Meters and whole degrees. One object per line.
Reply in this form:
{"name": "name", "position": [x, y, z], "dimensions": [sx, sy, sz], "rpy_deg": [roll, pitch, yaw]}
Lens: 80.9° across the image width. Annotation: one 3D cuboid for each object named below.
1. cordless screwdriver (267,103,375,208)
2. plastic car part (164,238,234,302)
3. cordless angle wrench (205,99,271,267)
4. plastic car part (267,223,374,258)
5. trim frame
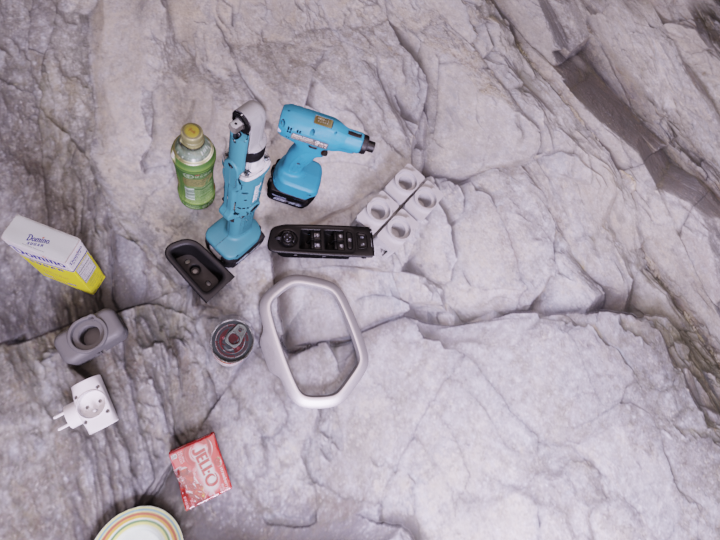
{"name": "cordless screwdriver", "position": [-0.084, -0.194, 0.767], "dimensions": [0.156, 0.250, 0.075], "rpy_deg": [16, 70, -12]}
{"name": "plastic car part", "position": [-0.287, -0.001, 0.745], "dimensions": [0.117, 0.071, 0.065], "rpy_deg": [44, 66, 2]}
{"name": "cordless angle wrench", "position": [-0.175, -0.108, 0.619], "dimensions": [0.074, 0.426, 0.097], "rpy_deg": [46, 66, -2]}
{"name": "plastic car part", "position": [-0.080, -0.052, 0.817], "dimensions": [0.198, 0.067, 0.067], "rpy_deg": [3, 72, -14]}
{"name": "trim frame", "position": [-0.089, 0.124, 0.774], "dimensions": [0.180, 0.027, 0.254], "rpy_deg": [-18, 76, -19]}
